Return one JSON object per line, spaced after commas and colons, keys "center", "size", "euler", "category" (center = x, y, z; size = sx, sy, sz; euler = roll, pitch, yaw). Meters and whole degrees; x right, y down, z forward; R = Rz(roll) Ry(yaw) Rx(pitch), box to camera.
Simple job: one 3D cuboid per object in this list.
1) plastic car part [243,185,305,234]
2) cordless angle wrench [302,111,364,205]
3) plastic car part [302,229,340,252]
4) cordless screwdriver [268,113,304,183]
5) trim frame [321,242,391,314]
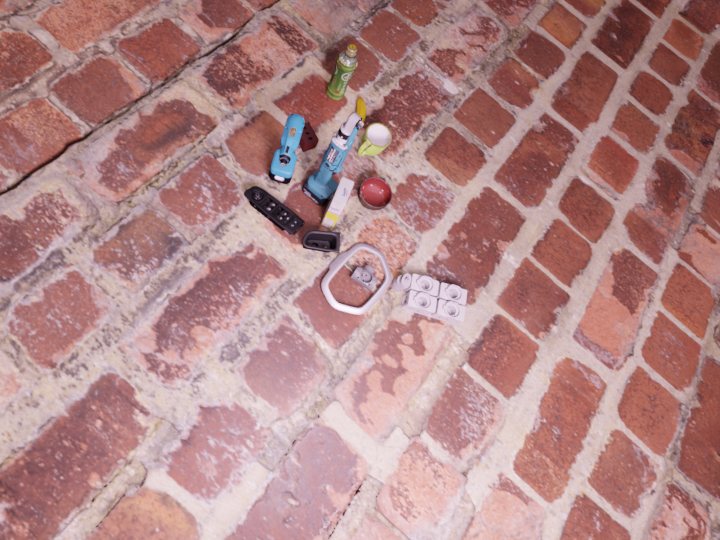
{"center": [-0.268, -0.182, 1.296], "size": [0.204, 0.067, 0.066], "euler": [40, 67, 2], "category": "plastic car part"}
{"center": [-0.077, -0.312, 1.193], "size": [0.098, 0.425, 0.074], "euler": [43, 67, -3], "category": "cordless angle wrench"}
{"center": [-0.126, -0.083, 1.293], "size": [0.114, 0.071, 0.067], "euler": [6, 72, -13], "category": "plastic car part"}
{"center": [-0.225, -0.333, 1.260], "size": [0.073, 0.250, 0.161], "euler": [16, 70, -13], "category": "cordless screwdriver"}
{"center": [-0.010, 0.024, 1.307], "size": [0.185, 0.027, 0.246], "euler": [41, 67, 3], "category": "trim frame"}
